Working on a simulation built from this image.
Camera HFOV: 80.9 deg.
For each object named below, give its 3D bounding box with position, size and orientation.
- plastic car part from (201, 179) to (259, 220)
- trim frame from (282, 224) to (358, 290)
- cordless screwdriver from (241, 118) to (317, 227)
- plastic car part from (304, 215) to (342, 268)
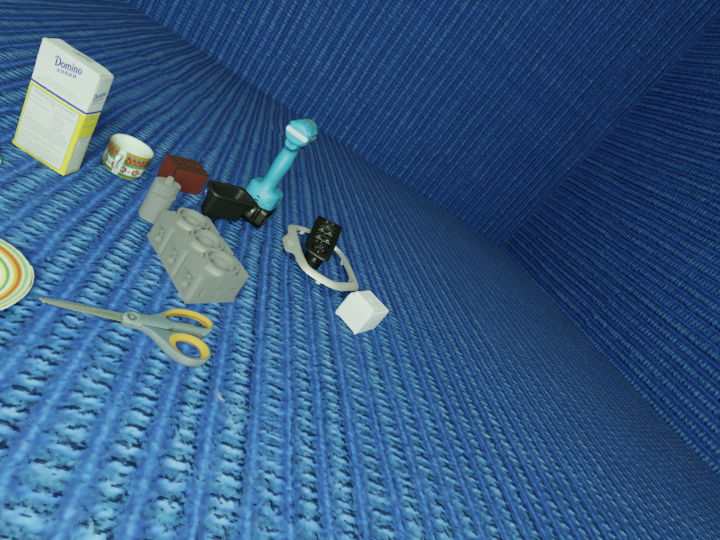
[{"bbox_3d":[-0.269,-0.129,0.830,0.069,0.071,0.111,47,23,23],"label":"plastic car part"},{"bbox_3d":[-0.092,-0.030,0.958,0.176,0.027,0.260,24,24,-29],"label":"trim frame"},{"bbox_3d":[-0.174,-0.218,0.917,0.073,0.249,0.160,35,21,-8],"label":"cordless screwdriver"},{"bbox_3d":[-0.094,-0.062,0.965,0.065,0.067,0.206,33,21,-11],"label":"plastic car part"}]
